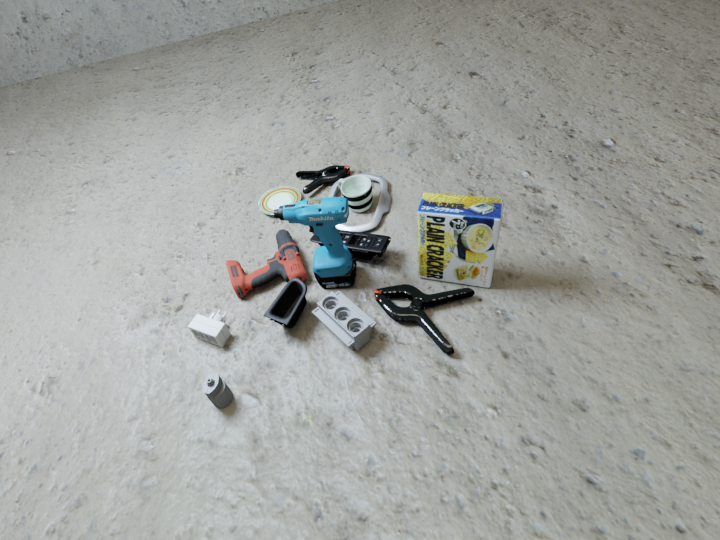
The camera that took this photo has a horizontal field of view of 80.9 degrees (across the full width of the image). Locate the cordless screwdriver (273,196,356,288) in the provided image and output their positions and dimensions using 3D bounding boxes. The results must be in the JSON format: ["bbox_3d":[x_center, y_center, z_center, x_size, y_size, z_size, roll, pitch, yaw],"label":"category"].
[{"bbox_3d":[-0.094,-0.061,0.957,0.162,0.238,0.076,-1,48,9],"label":"cordless screwdriver"}]

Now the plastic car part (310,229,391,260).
[{"bbox_3d":[-0.027,-0.064,1.063,0.211,0.064,0.066,13,52,23],"label":"plastic car part"}]

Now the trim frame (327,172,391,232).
[{"bbox_3d":[-0.008,-0.195,1.202,0.189,0.026,0.253,2,49,15],"label":"trim frame"}]

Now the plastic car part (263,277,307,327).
[{"bbox_3d":[-0.155,0.083,0.958,0.069,0.068,0.116,16,53,24],"label":"plastic car part"}]
